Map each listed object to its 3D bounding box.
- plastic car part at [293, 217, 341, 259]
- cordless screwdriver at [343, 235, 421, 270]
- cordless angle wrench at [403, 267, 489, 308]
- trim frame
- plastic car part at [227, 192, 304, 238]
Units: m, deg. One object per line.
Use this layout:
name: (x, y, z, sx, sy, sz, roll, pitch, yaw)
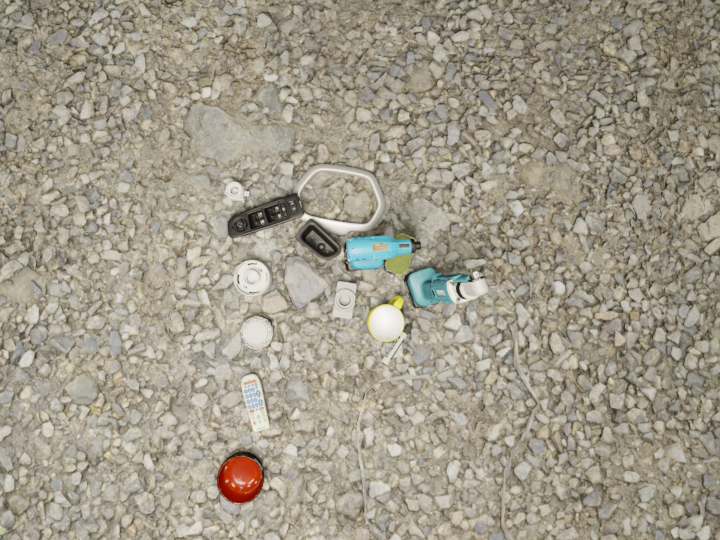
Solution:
plastic car part: (-0.107, -0.070, 1.095, 0.117, 0.071, 0.066, 41, 84, 2)
cordless screwdriver: (0.039, -0.044, 1.004, 0.158, 0.249, 0.075, -3, 87, -5)
cordless angle wrench: (0.180, 0.038, 0.910, 0.074, 0.423, 0.098, -19, 89, -7)
trim frame: (-0.058, -0.190, 1.130, 0.249, 0.027, 0.185, 9, 84, 0)
plastic car part: (-0.249, -0.137, 1.102, 0.202, 0.067, 0.067, -19, 87, -3)
